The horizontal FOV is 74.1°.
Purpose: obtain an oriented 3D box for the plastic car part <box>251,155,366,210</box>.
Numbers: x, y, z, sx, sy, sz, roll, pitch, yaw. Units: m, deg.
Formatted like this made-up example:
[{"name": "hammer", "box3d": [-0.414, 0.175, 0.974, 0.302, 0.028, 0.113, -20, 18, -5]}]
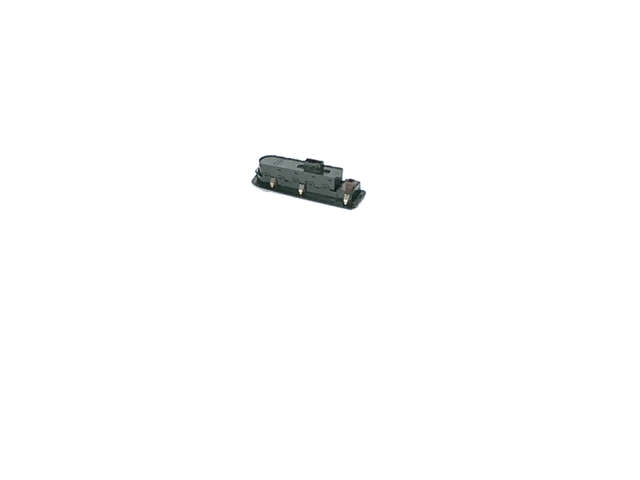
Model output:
[{"name": "plastic car part", "box3d": [-0.027, -0.104, 0.715, 0.204, 0.067, 0.066, 12, 44, 19]}]
